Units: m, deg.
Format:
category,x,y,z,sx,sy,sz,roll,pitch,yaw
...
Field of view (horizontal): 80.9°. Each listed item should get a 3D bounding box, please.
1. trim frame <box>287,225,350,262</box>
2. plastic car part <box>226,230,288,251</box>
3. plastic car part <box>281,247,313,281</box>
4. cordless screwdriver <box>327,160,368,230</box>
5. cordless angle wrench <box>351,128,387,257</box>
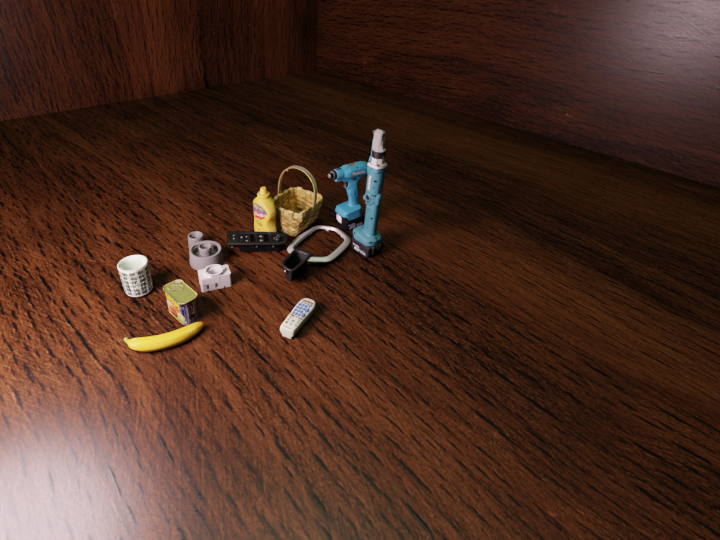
category,x,y,z,sx,sy,sz,roll,pitch,yaw
trim frame,-0.142,-0.093,1.452,0.191,0.027,0.246,19,39,20
plastic car part,-0.340,-0.091,1.405,0.200,0.065,0.069,-4,37,-10
plastic car part,-0.201,-0.009,1.300,0.068,0.069,0.116,18,38,17
cordless screwdriver,-0.051,-0.262,1.505,0.154,0.242,0.079,-19,43,-30
cordless angle wrench,0.040,-0.237,1.335,0.072,0.412,0.103,-23,45,-35
